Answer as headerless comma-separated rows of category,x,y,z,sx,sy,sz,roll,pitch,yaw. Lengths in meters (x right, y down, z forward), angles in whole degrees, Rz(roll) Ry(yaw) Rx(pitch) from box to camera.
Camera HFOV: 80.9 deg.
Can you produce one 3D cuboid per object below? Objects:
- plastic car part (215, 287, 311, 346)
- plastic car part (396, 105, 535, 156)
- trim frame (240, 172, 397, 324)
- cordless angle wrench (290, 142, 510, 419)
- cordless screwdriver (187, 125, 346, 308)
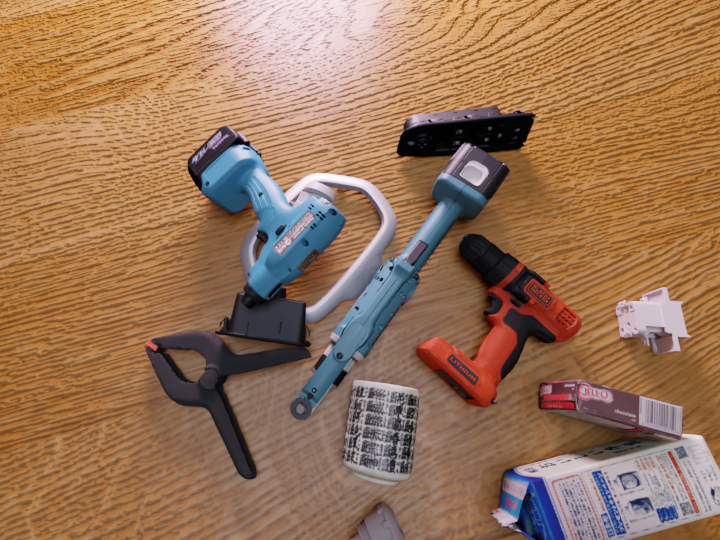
plastic car part,-0.117,0.055,0.544,0.117,0.065,0.071,5,86,4
plastic car part,0.154,-0.220,0.654,0.202,0.064,0.069,-9,62,-3
trim frame,-0.060,-0.039,0.610,0.189,0.027,0.247,36,73,14
cordless angle wrench,0.046,0.015,0.561,0.076,0.096,0.422,36,78,9
cordless screwdriver,-0.149,-0.077,0.562,0.159,0.070,0.262,-47,58,1
